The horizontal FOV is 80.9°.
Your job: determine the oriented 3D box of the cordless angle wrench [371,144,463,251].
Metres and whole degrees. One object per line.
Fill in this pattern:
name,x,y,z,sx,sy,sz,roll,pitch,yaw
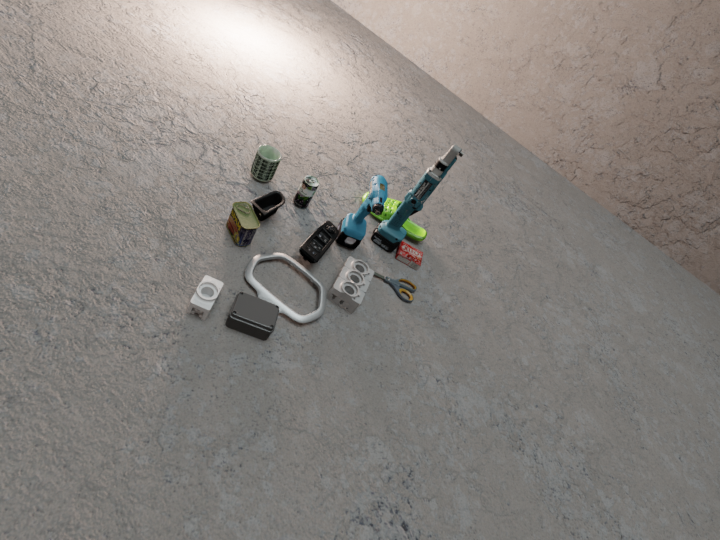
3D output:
cordless angle wrench,0.175,-0.224,1.326,0.098,0.423,0.074,38,42,1

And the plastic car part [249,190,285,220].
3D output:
plastic car part,-0.283,-0.189,1.287,0.067,0.071,0.114,43,43,9

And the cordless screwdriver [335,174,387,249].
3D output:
cordless screwdriver,0.006,-0.159,1.296,0.072,0.249,0.163,22,44,-17

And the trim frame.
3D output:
trim frame,-0.200,0.042,1.149,0.252,0.027,0.182,38,42,6

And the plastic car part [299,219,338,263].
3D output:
plastic car part,-0.125,-0.082,1.281,0.066,0.067,0.202,34,42,-1
